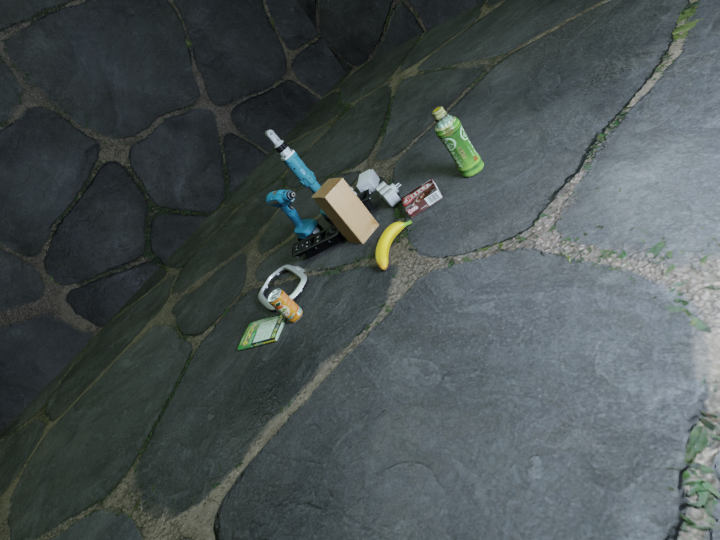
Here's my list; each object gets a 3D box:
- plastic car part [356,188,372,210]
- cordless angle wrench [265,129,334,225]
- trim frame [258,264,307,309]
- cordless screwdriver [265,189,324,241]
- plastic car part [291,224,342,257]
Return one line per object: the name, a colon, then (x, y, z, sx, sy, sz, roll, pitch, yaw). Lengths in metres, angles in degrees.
plastic car part: (-0.004, -0.222, 1.476, 0.119, 0.068, 0.067, -26, 31, 26)
cordless angle wrench: (-0.188, -0.324, 1.484, 0.074, 0.405, 0.103, -46, 26, -10)
trim frame: (-0.270, 0.053, 1.465, 0.183, 0.026, 0.261, -48, 30, -11)
cordless screwdriver: (-0.219, -0.192, 1.515, 0.167, 0.238, 0.074, 1, 48, 53)
plastic car part: (-0.144, -0.094, 1.474, 0.207, 0.064, 0.068, -27, 31, 24)
